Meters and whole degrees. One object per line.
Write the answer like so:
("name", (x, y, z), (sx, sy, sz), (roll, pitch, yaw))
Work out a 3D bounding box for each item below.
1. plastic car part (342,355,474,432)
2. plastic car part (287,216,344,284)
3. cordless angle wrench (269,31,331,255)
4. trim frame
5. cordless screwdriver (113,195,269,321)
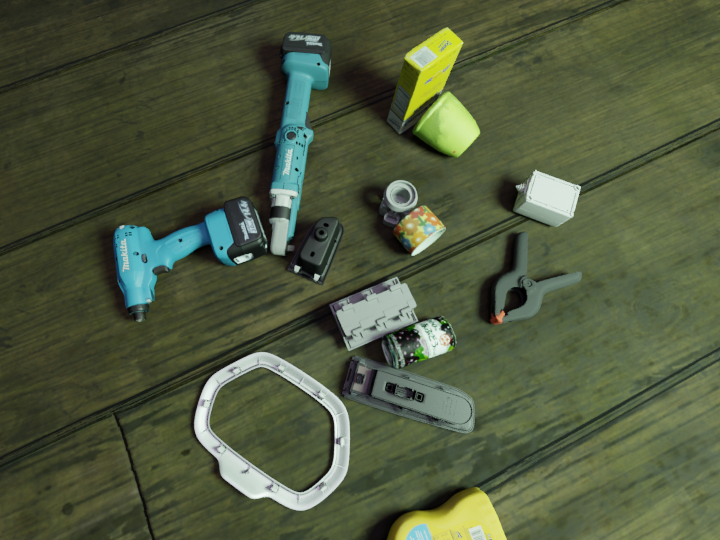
("plastic car part", (0.080, 0.186, 0.636), (0.204, 0.066, 0.067), (18, 66, 2))
("plastic car part", (-0.069, -0.045, 0.703), (0.066, 0.070, 0.117), (23, 77, 2))
("cordless angle wrench", (-0.122, -0.232, 0.766), (0.098, 0.073, 0.428), (5, 74, 0))
("trim frame", (-0.131, 0.237, 0.635), (0.252, 0.027, 0.184), (32, 76, 8))
("cordless screwdriver", (-0.276, -0.021, 0.695), (0.248, 0.073, 0.163), (-16, 74, -1))
